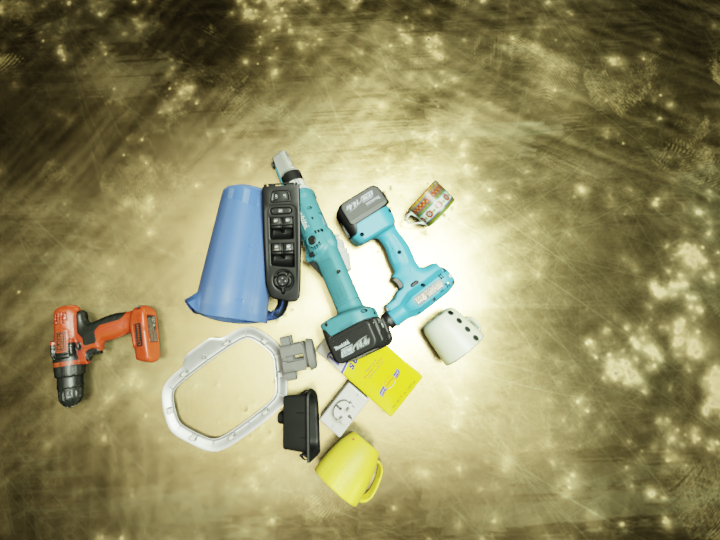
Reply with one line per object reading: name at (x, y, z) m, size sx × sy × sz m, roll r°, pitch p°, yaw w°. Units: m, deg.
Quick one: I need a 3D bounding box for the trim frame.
trim frame at (-0.250, 0.217, 0.780) m, size 0.248 × 0.027 × 0.187 m, roll -35°, pitch 81°, yaw -2°

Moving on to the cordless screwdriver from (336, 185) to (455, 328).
cordless screwdriver at (0.041, -0.024, 0.790) m, size 0.159 × 0.074 × 0.250 m, roll -37°, pitch 86°, yaw -5°

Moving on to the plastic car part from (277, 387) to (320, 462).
plastic car part at (-0.113, 0.272, 0.756) m, size 0.072 × 0.064 × 0.118 m, roll -8°, pitch 78°, yaw 12°

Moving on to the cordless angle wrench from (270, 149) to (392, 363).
cordless angle wrench at (-0.075, -0.049, 0.769) m, size 0.099 × 0.071 × 0.436 m, roll -33°, pitch 68°, yaw 22°

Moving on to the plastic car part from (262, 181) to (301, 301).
plastic car part at (-0.134, -0.048, 0.739) m, size 0.066 × 0.067 × 0.204 m, roll -2°, pitch 86°, yaw 0°
